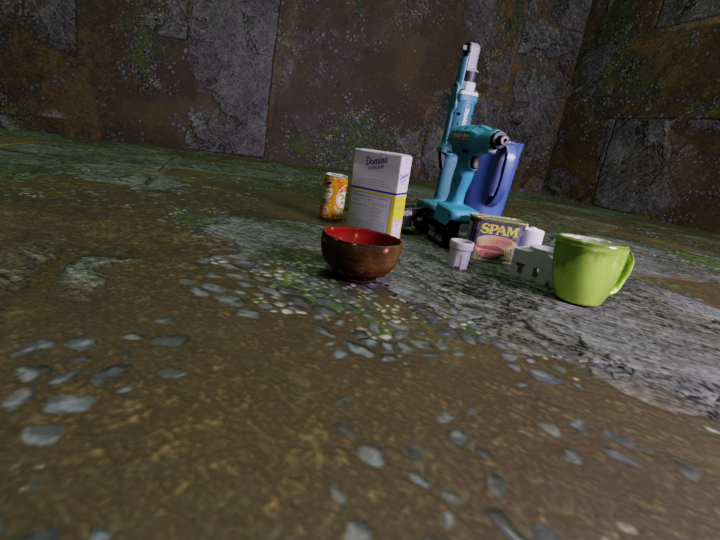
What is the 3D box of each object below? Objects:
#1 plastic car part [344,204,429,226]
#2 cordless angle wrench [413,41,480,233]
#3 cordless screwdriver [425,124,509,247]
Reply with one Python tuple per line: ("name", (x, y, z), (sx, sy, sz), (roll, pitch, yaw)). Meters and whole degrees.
("plastic car part", (0.052, -0.118, 0.931), (0.194, 0.066, 0.070), (-2, 19, -31))
("cordless angle wrench", (0.211, -0.290, 0.963), (0.095, 0.418, 0.077), (4, 15, -20))
("cordless screwdriver", (0.216, -0.165, 0.852), (0.072, 0.246, 0.166), (4, 16, -20))
